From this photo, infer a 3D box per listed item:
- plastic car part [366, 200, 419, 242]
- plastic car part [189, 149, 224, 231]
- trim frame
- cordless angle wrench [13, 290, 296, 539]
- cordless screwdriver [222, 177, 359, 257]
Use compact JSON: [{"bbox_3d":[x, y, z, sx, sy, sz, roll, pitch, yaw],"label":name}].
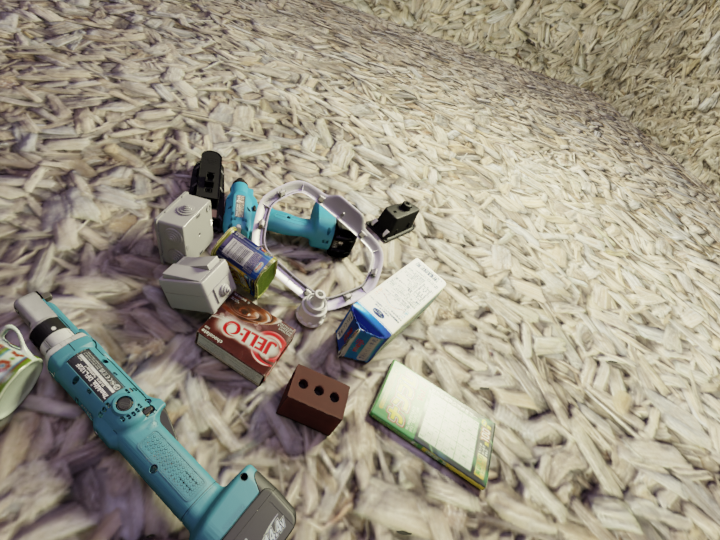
[{"bbox_3d":[0.082,-0.117,0.913,0.113,0.070,0.069,-24,62,-38],"label":"plastic car part"},{"bbox_3d":[-0.290,-0.163,0.799,0.065,0.066,0.212,1,43,-17],"label":"plastic car part"},{"bbox_3d":[-0.071,-0.046,0.724,0.248,0.028,0.183,40,70,-1],"label":"trim frame"},{"bbox_3d":[-0.259,0.160,0.469,0.437,0.073,0.096,36,42,17],"label":"cordless angle wrench"},{"bbox_3d":[-0.132,-0.107,0.804,0.243,0.073,0.165,5,45,-15],"label":"cordless screwdriver"}]
